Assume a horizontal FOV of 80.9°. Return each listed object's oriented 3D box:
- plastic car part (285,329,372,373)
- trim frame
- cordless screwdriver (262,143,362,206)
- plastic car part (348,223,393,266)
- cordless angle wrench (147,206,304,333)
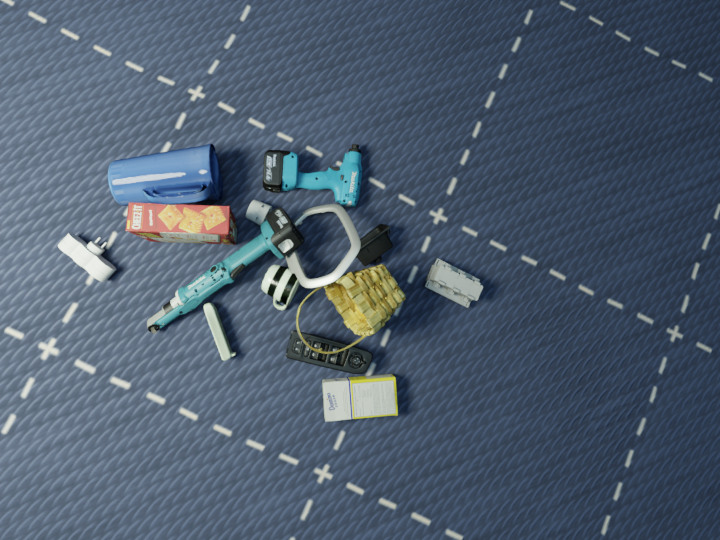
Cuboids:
[{"bbox_3d":[-0.075,0.200,1.013,0.203,0.066,0.067,14,77,0],"label":"plastic car part"},{"bbox_3d":[-0.097,-0.063,0.987,0.185,0.026,0.261,-31,49,7],"label":"trim frame"},{"bbox_3d":[-0.118,-0.255,1.056,0.245,0.075,0.160,8,84,-8],"label":"cordless screwdriver"},{"bbox_3d":[0.033,-0.056,1.058,0.116,0.068,0.069,-40,106,-4],"label":"plastic car part"},{"bbox_3d":[-0.330,0.011,0.999,0.423,0.070,0.103,-35,47,1],"label":"cordless angle wrench"}]
